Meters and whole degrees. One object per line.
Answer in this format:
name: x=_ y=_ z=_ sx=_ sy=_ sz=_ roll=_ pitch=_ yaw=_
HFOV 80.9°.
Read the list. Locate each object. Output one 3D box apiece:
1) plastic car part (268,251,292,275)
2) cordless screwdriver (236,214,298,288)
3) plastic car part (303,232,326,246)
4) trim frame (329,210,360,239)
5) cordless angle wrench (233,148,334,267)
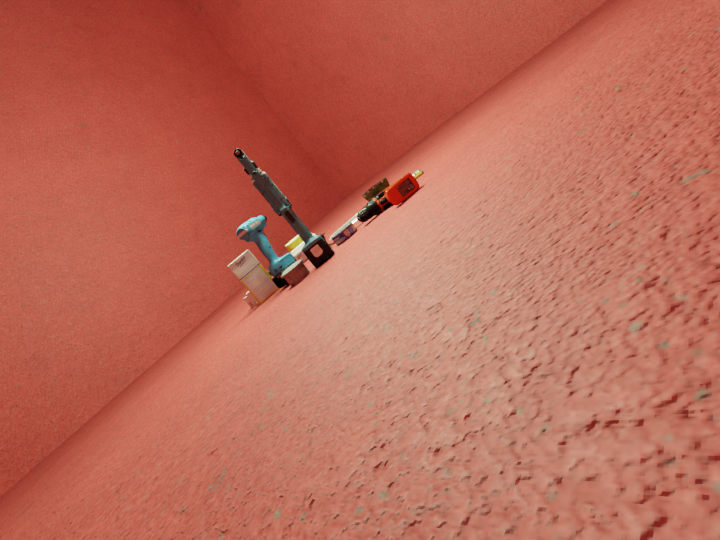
plastic car part: x=-0.276 y=-0.006 z=1.548 sx=0.115 sy=0.070 sz=0.067 roll=-43 pitch=9 yaw=-20
cordless screwdriver: x=-0.293 y=-0.073 z=1.413 sx=0.076 sy=0.246 sz=0.158 roll=-36 pitch=7 yaw=29
plastic car part: x=-0.146 y=-0.096 z=1.494 sx=0.067 sy=0.066 sz=0.205 roll=-38 pitch=11 yaw=7
trim frame: x=-0.021 y=-0.180 z=1.527 sx=0.189 sy=0.027 sz=0.246 roll=-27 pitch=17 yaw=48
cordless angle wrench: x=-0.238 y=-0.195 z=1.272 sx=0.074 sy=0.419 sz=0.099 roll=-39 pitch=5 yaw=2
